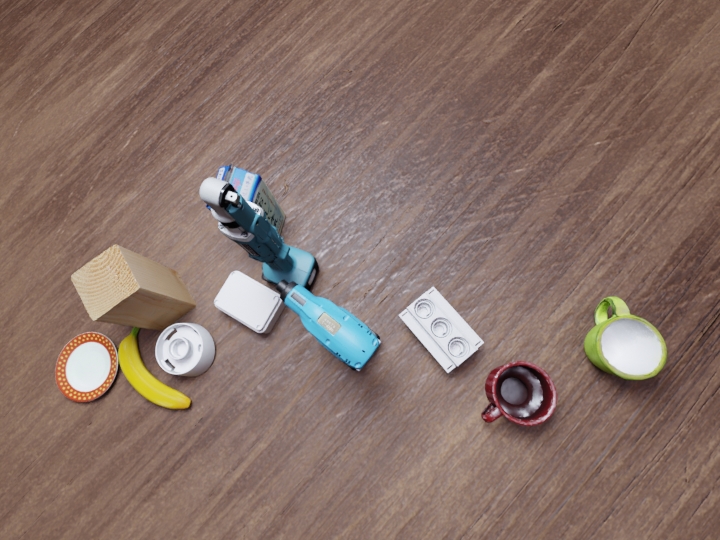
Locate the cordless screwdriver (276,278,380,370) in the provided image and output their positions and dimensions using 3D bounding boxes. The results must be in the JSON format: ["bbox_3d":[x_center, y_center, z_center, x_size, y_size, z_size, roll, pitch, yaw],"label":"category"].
[{"bbox_3d":[-0.045,0.086,0.664,0.164,0.243,0.074,37,82,12],"label":"cordless screwdriver"}]

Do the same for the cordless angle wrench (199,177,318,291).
[{"bbox_3d":[-0.141,-0.040,0.623,0.100,0.413,0.074,21,79,7],"label":"cordless angle wrench"}]
